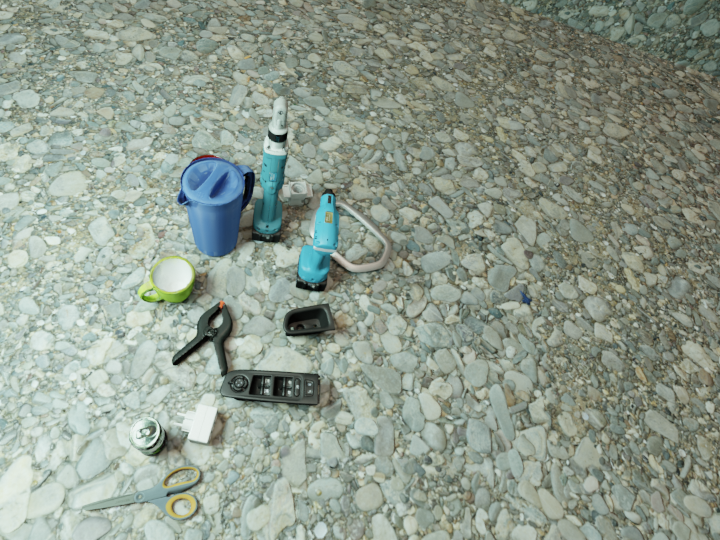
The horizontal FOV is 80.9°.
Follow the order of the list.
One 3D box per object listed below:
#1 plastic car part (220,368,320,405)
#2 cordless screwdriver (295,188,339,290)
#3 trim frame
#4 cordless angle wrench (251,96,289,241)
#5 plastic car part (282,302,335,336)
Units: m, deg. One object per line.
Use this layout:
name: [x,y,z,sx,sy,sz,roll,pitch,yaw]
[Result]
plastic car part: [-0.188,0.247,0.884,0.200,0.066,0.068,7,58,-8]
cordless screwdriver: [-0.097,-0.063,0.988,0.073,0.246,0.163,9,59,-12]
trim frame: [-0.028,-0.095,1.152,0.255,0.027,0.181,41,60,14]
cordless angle wrench: [-0.199,-0.209,0.955,0.073,0.419,0.101,5,60,-14]
plastic car part: [-0.126,0.124,0.971,0.114,0.070,0.068,-7,62,-17]
